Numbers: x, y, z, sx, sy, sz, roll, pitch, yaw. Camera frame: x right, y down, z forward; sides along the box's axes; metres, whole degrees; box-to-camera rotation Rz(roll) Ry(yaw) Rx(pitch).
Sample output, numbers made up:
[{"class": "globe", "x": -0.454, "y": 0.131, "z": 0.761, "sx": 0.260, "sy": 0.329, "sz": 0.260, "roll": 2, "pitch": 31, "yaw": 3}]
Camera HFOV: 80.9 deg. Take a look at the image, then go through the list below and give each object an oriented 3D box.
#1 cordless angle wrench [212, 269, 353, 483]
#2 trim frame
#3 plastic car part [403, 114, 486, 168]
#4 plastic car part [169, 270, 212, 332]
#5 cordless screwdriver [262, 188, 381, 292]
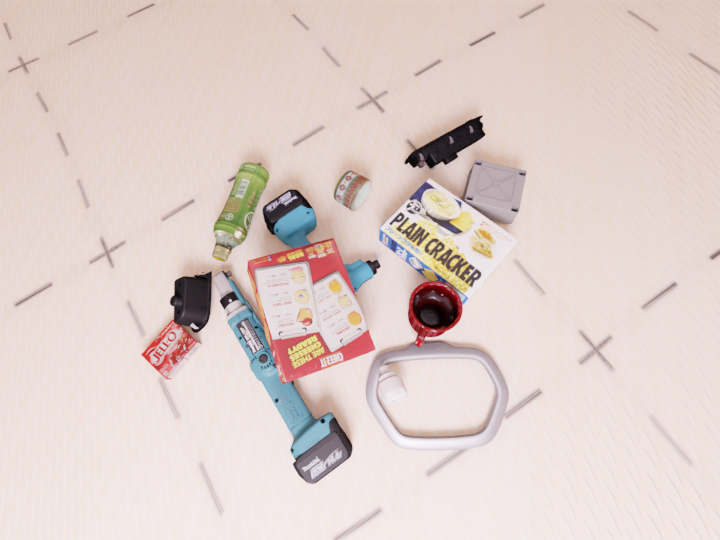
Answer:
[{"class": "cordless angle wrench", "x": -0.170, "y": 0.167, "z": 0.776, "sx": 0.097, "sy": 0.072, "sz": 0.441, "roll": -34, "pitch": 66, "yaw": -10}, {"class": "trim frame", "x": 0.134, "y": 0.216, "z": 0.749, "sx": 0.250, "sy": 0.027, "sz": 0.189, "roll": -5, "pitch": 67, "yaw": 5}, {"class": "plastic car part", "x": 0.199, "y": -0.279, "z": 0.937, "sx": 0.201, "sy": 0.065, "sz": 0.068, "roll": -35, "pitch": 80, "yaw": -10}, {"class": "plastic car part", "x": -0.336, "y": 0.057, "z": 0.826, "sx": 0.068, "sy": 0.067, "sz": 0.120, "roll": -21, "pitch": 62, "yaw": 31}, {"class": "cordless screwdriver", "x": -0.084, "y": -0.055, "z": 0.862, "sx": 0.158, "sy": 0.072, "sz": 0.257, "roll": -31, "pitch": 72, "yaw": -9}]
